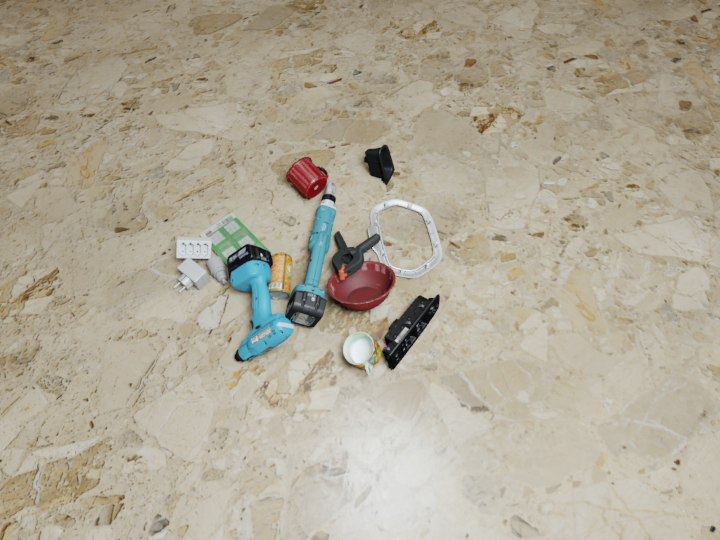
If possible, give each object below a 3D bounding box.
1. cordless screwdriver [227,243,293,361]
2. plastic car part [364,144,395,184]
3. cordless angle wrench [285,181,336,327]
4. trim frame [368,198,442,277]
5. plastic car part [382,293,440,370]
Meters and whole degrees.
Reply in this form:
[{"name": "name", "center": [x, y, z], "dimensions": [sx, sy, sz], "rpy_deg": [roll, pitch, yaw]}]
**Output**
[{"name": "cordless screwdriver", "center": [-0.251, 0.074, 0.970], "dimensions": [0.161, 0.070, 0.259], "rpy_deg": [-36, 58, 22]}, {"name": "plastic car part", "center": [0.047, -0.310, 1.206], "dimensions": [0.074, 0.110, 0.066], "rpy_deg": [9, 57, 30]}, {"name": "cordless angle wrench", "center": [-0.104, -0.068, 1.067], "dimensions": [0.073, 0.098, 0.432], "rpy_deg": [18, 55, -14]}, {"name": "trim frame", "center": [0.114, -0.092, 1.116], "dimensions": [0.183, 0.027, 0.256], "rpy_deg": [-7, 61, -3]}, {"name": "plastic car part", "center": [0.112, 0.129, 0.969], "dimensions": [0.201, 0.063, 0.071], "rpy_deg": [-44, 45, -21]}]
